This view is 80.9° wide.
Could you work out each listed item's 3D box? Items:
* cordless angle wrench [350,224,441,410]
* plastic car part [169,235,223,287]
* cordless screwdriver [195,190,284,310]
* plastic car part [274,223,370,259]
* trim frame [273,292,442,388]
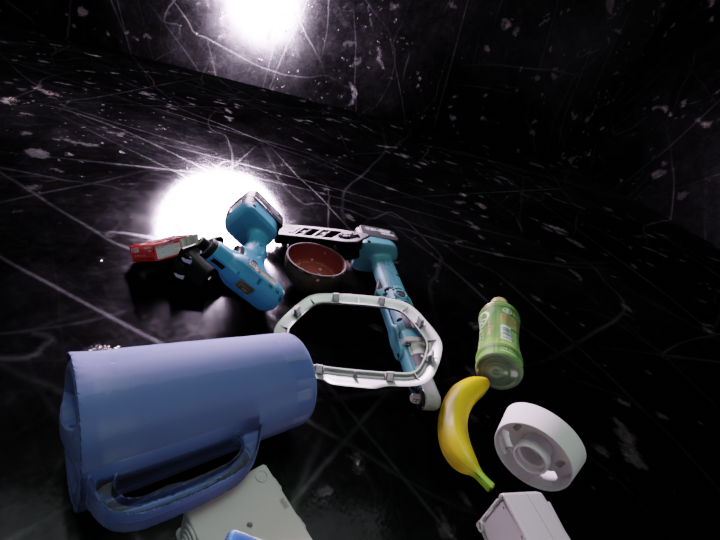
[{"bbox_3d":[0.060,0.060,0.743,0.095,0.073,0.440,8,32,-17],"label":"cordless angle wrench"},{"bbox_3d":[-0.251,-0.010,0.717,0.073,0.066,0.113,42,30,10],"label":"plastic car part"},{"bbox_3d":[-0.202,-0.056,0.727,0.151,0.075,0.259,44,18,-32],"label":"cordless screwdriver"},{"bbox_3d":[-0.082,-0.054,0.839,0.211,0.066,0.064,3,14,26],"label":"plastic car part"},{"bbox_3d":[-0.005,0.098,0.625,0.250,0.027,0.188,5,40,3],"label":"trim frame"}]
